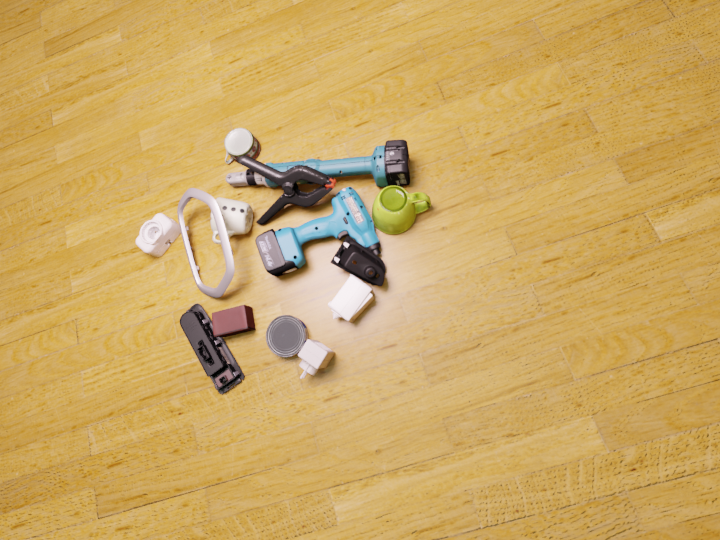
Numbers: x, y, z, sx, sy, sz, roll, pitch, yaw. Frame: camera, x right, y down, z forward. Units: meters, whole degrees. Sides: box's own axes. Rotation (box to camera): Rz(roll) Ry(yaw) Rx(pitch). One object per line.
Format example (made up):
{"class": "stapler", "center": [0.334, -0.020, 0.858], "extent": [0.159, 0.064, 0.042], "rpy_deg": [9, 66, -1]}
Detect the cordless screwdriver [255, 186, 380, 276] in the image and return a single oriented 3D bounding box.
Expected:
{"class": "cordless screwdriver", "center": [-0.089, -0.058, 0.907], "extent": [0.249, 0.073, 0.162], "rpy_deg": [-27, 80, 0]}

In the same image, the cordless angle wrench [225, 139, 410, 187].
{"class": "cordless angle wrench", "center": [-0.107, -0.221, 0.945], "extent": [0.433, 0.094, 0.075], "rpy_deg": [-1, 78, 15]}

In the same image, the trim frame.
{"class": "trim frame", "center": [-0.344, -0.061, 0.932], "extent": [0.191, 0.026, 0.248], "rpy_deg": [-15, 92, 40]}

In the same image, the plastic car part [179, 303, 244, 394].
{"class": "plastic car part", "center": [-0.334, 0.164, 0.911], "extent": [0.066, 0.064, 0.210], "rpy_deg": [-38, 70, 7]}

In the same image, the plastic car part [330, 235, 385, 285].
{"class": "plastic car part", "center": [0.007, -0.008, 0.849], "extent": [0.115, 0.072, 0.066], "rpy_deg": [31, 98, -9]}
